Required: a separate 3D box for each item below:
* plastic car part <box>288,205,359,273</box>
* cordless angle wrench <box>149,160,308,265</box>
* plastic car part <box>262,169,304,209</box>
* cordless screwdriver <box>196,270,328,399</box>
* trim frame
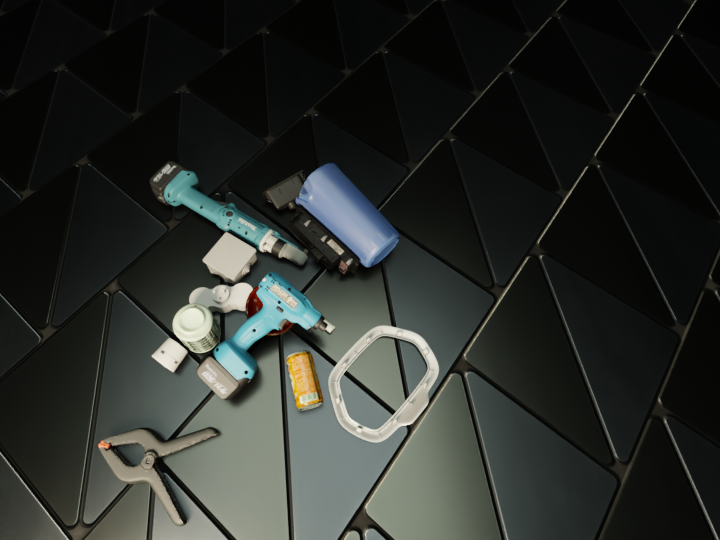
[{"bbox_3d":[-0.096,-0.063,0.978,0.066,0.065,0.209,-38,73,-18],"label":"plastic car part"},{"bbox_3d":[-0.312,-0.124,1.016,0.432,0.073,0.098,30,64,11],"label":"cordless angle wrench"},{"bbox_3d":[-0.179,-0.189,1.059,0.115,0.066,0.072,-35,85,-14],"label":"plastic car part"},{"bbox_3d":[-0.192,0.143,0.837,0.160,0.074,0.248,39,85,1],"label":"cordless screwdriver"},{"bbox_3d":[0.049,0.223,0.864,0.190,0.027,0.246,41,68,17],"label":"trim frame"}]
